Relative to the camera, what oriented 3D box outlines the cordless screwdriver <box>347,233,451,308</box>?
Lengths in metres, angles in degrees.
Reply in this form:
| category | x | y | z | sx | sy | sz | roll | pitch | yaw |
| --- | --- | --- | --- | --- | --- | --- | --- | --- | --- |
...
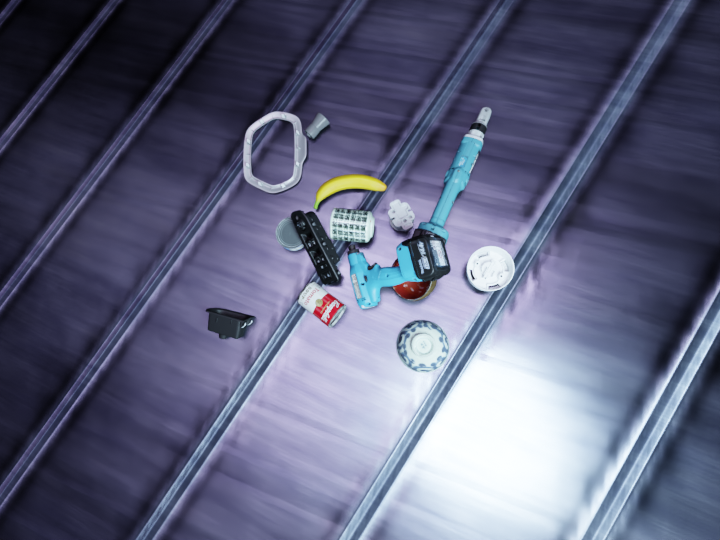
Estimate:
| category | x | y | z | sx | sy | sz | roll | pitch | yaw |
| --- | --- | --- | --- | --- | --- | --- | --- | --- | --- |
| cordless screwdriver | 0.070 | -0.019 | 0.967 | 0.256 | 0.071 | 0.163 | -26 | 72 | 40 |

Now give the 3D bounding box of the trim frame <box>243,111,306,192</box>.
| category | x | y | z | sx | sy | sz | roll | pitch | yaw |
| --- | --- | --- | --- | --- | --- | --- | --- | --- | --- |
| trim frame | -0.240 | -0.334 | 1.180 | 0.187 | 0.027 | 0.252 | -3 | 74 | 9 |

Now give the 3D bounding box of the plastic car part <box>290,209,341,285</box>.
| category | x | y | z | sx | sy | sz | roll | pitch | yaw |
| --- | --- | --- | --- | --- | --- | --- | --- | --- | --- |
| plastic car part | -0.103 | -0.067 | 1.051 | 0.065 | 0.068 | 0.202 | -32 | 93 | -30 |

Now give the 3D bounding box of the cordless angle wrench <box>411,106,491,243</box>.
| category | x | y | z | sx | sy | sz | roll | pitch | yaw |
| --- | --- | --- | --- | --- | --- | --- | --- | --- | --- |
| cordless angle wrench | 0.235 | -0.224 | 1.034 | 0.077 | 0.095 | 0.424 | 22 | 78 | 15 |

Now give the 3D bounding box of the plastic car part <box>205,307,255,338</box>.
| category | x | y | z | sx | sy | sz | roll | pitch | yaw |
| --- | --- | --- | --- | --- | --- | --- | --- | --- | --- |
| plastic car part | -0.336 | 0.139 | 1.069 | 0.120 | 0.064 | 0.071 | 8 | 93 | 15 |
